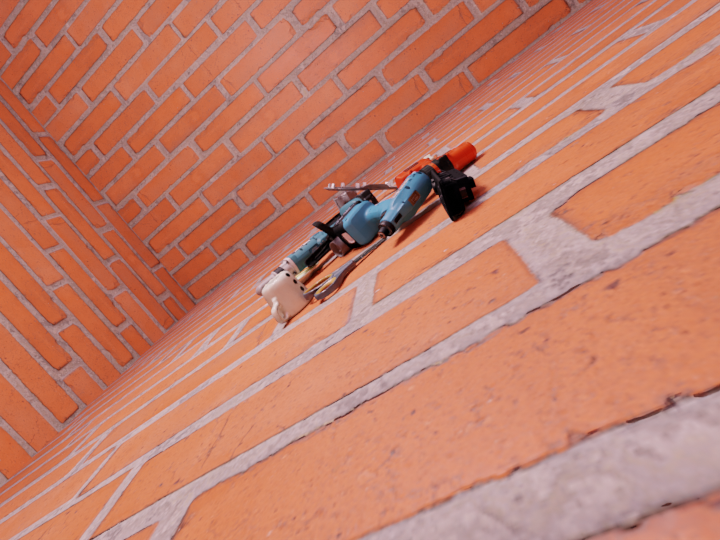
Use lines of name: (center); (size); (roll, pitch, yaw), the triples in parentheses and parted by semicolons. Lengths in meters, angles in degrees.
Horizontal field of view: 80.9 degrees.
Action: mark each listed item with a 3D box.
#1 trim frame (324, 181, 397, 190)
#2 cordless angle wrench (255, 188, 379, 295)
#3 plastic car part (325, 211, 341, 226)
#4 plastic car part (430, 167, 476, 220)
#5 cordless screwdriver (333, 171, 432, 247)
trim frame: (0.011, -0.251, 1.260); (0.242, 0.027, 0.191); (-4, 14, -19)
cordless angle wrench: (-0.108, -0.070, 1.101); (0.417, 0.073, 0.101); (-43, 11, -29)
plastic car part: (-0.076, -0.116, 1.265); (0.119, 0.064, 0.071); (-28, 29, 53)
plastic car part: (0.153, -0.143, 0.714); (0.068, 0.065, 0.205); (-27, 14, 9)
cordless screwdriver: (0.028, -0.102, 0.870); (0.158, 0.072, 0.256); (-53, 17, -27)
